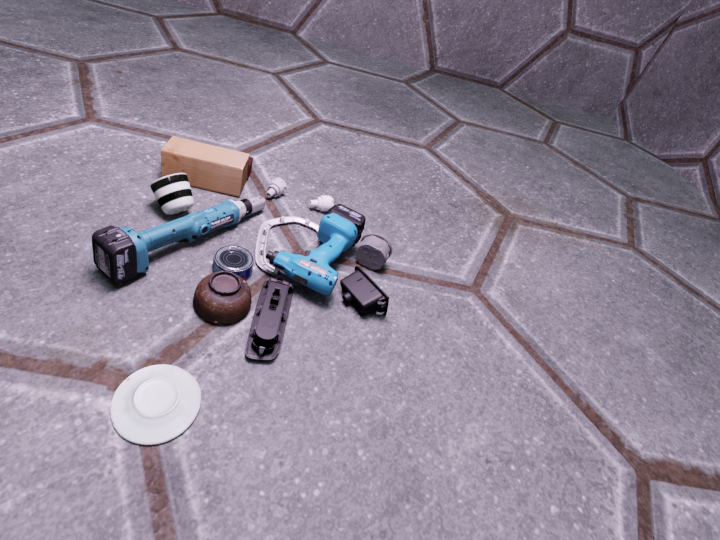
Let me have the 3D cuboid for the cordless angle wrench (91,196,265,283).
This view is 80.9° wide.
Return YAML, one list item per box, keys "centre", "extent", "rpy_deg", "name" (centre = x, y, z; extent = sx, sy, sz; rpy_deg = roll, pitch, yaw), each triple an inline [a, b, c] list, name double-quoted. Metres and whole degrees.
- centre: [-0.360, -0.099, 0.928]
  extent: [0.077, 0.096, 0.413]
  rpy_deg: [32, 38, 19]
  name: "cordless angle wrench"

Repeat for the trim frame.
- centre: [-0.152, -0.056, 0.997]
  extent: [0.181, 0.027, 0.257]
  rpy_deg: [9, 38, -11]
  name: "trim frame"

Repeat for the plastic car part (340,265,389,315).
- centre: [-0.002, 0.051, 0.904]
  extent: [0.069, 0.064, 0.123]
  rpy_deg: [-28, 53, -25]
  name: "plastic car part"

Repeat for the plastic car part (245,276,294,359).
- centre: [-0.167, 0.080, 0.807]
  extent: [0.065, 0.067, 0.208]
  rpy_deg: [18, 41, -12]
  name: "plastic car part"

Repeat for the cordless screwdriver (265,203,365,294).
- centre: [-0.093, -0.061, 0.955]
  extent: [0.162, 0.073, 0.249]
  rpy_deg: [23, 43, 7]
  name: "cordless screwdriver"
